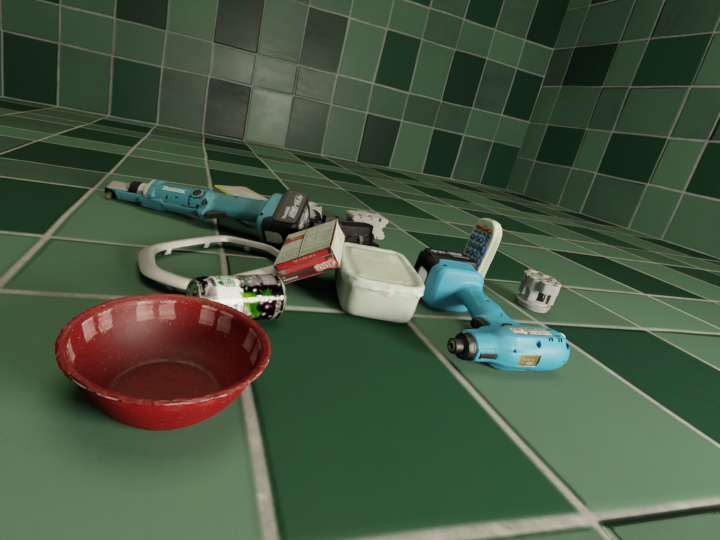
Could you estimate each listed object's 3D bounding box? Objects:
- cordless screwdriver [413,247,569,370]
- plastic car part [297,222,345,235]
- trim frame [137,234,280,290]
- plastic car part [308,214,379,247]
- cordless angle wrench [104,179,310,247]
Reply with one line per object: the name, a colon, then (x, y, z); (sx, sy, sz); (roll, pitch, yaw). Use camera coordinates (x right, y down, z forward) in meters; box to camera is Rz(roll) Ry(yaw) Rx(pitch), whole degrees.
cordless screwdriver: (0.145, 0.050, 0.602); (0.154, 0.073, 0.260); (5, 24, -21)
plastic car part: (-0.073, -0.048, 0.745); (0.111, 0.070, 0.070); (-10, 30, -44)
trim frame: (-0.208, -0.012, 0.630); (0.193, 0.027, 0.239); (21, 19, 27)
plastic car part: (-0.052, -0.079, 0.870); (0.195, 0.066, 0.070); (6, 12, -28)
cordless angle wrench: (-0.309, -0.130, 0.820); (0.433, 0.072, 0.099); (11, 53, 13)
